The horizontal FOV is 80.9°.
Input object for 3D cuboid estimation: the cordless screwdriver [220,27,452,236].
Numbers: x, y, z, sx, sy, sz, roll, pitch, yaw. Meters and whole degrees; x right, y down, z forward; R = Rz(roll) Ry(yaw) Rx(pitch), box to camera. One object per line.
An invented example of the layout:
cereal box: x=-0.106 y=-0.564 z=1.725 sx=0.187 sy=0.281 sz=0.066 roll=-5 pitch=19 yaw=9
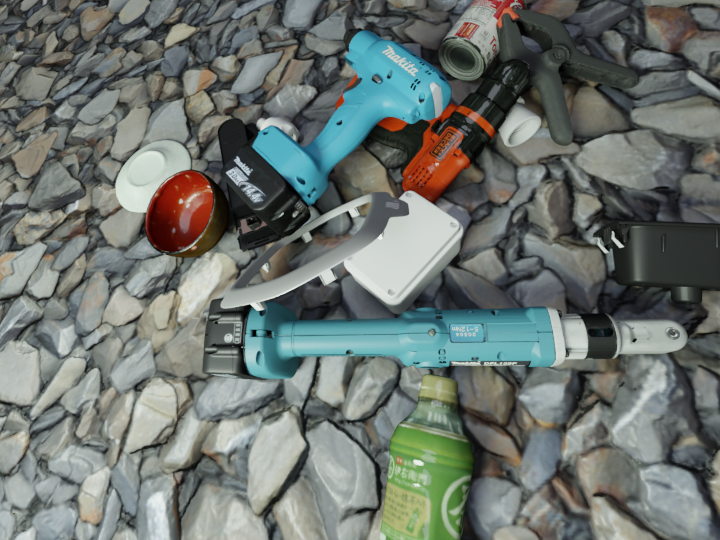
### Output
cordless screwdriver: x=-0.043 y=-0.166 z=0.477 sx=0.249 sy=0.071 sz=0.167 roll=-40 pitch=63 yaw=1

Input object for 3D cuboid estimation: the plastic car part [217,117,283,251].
plastic car part: x=-0.158 y=-0.129 z=0.567 sx=0.067 sy=0.064 sz=0.211 roll=-24 pitch=60 yaw=11

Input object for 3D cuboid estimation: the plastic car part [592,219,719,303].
plastic car part: x=0.287 y=-0.006 z=0.385 sx=0.120 sy=0.064 sz=0.071 roll=7 pitch=84 yaw=15

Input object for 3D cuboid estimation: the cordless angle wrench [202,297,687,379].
cordless angle wrench: x=0.062 y=0.065 z=0.401 sx=0.431 sy=0.094 sz=0.076 roll=-3 pitch=70 yaw=12

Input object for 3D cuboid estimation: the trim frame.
trim frame: x=-0.041 y=-0.027 z=0.415 sx=0.187 sy=0.250 sz=0.027 roll=-26 pitch=104 yaw=14
